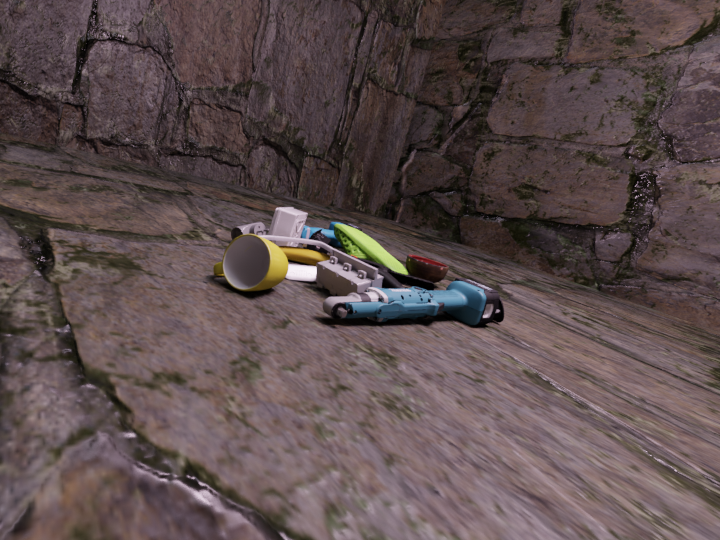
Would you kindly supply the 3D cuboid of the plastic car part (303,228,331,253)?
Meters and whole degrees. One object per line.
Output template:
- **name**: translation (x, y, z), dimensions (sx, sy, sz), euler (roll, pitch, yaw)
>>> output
- **plastic car part**: translation (-0.112, -0.073, 1.147), dimensions (0.067, 0.066, 0.205), euler (25, 10, -6)

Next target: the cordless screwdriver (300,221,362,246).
- **cordless screwdriver**: translation (-0.129, -0.123, 1.355), dimensions (0.237, 0.074, 0.168), euler (2, 17, -38)

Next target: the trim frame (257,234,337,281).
- **trim frame**: translation (-0.139, -0.030, 0.889), dimensions (0.241, 0.027, 0.192), euler (6, 23, -19)

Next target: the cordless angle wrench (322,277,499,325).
- **cordless angle wrench**: translation (0.098, 0.059, 0.756), dimensions (0.402, 0.074, 0.104), euler (2, 17, -42)

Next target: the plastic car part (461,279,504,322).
- **plastic car part**: translation (0.257, 0.073, 0.941), dimensions (0.070, 0.065, 0.121), euler (-3, 18, -13)
